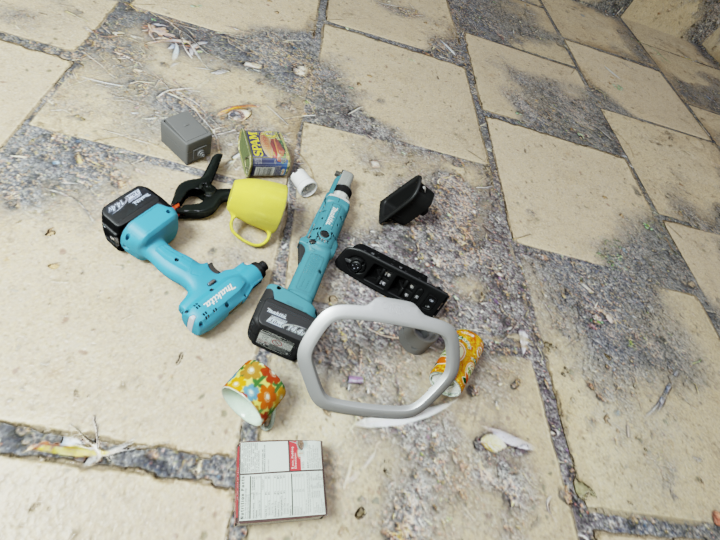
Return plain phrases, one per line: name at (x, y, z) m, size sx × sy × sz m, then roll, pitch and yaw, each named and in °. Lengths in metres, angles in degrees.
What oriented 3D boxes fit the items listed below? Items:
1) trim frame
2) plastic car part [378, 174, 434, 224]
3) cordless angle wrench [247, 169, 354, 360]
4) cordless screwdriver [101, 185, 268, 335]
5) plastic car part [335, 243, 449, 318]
trim frame at (0.030, 0.129, 0.611) m, size 0.243 × 0.182 × 0.028 m, roll 11°, pitch 13°, yaw -11°
plastic car part at (0.100, -0.131, 0.851) m, size 0.068 × 0.119 × 0.067 m, roll 31°, pitch 48°, yaw -29°
cordless angle wrench at (-0.074, -0.048, 0.755) m, size 0.097 × 0.074 × 0.428 m, roll 22°, pitch 49°, yaw -5°
cordless screwdriver at (-0.277, -0.032, 0.674) m, size 0.253 × 0.074 × 0.157 m, roll 42°, pitch 53°, yaw 8°
plastic car part at (0.055, 0.007, 0.760) m, size 0.203 × 0.066 × 0.067 m, roll 25°, pitch 42°, yaw 0°
